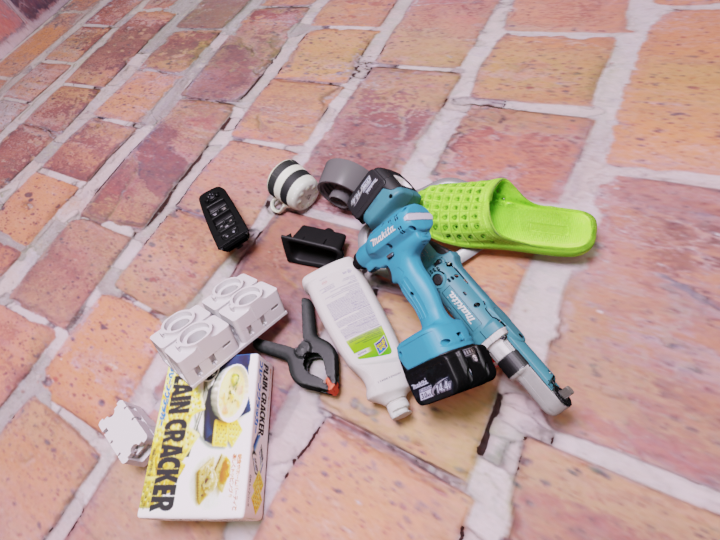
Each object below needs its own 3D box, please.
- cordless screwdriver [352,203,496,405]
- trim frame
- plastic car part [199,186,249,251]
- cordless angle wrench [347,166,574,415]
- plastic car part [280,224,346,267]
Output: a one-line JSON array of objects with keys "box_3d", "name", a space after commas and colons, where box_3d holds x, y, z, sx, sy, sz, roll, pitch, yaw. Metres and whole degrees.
[{"box_3d": [0.068, 0.050, 0.582, 0.071, 0.161, 0.256, -4, 67, -36], "name": "cordless screwdriver"}, {"box_3d": [0.113, -0.072, 0.734, 0.248, 0.026, 0.194, -34, 56, -2], "name": "trim frame"}, {"box_3d": [-0.273, -0.104, 0.858, 0.066, 0.063, 0.214, -39, 51, 0], "name": "plastic car part"}, {"box_3d": [0.126, 0.012, 0.610, 0.098, 0.070, 0.444, -53, 53, 26], "name": "cordless angle wrench"}, {"box_3d": [-0.075, -0.049, 0.768, 0.121, 0.063, 0.071, 9, 48, 19], "name": "plastic car part"}]
